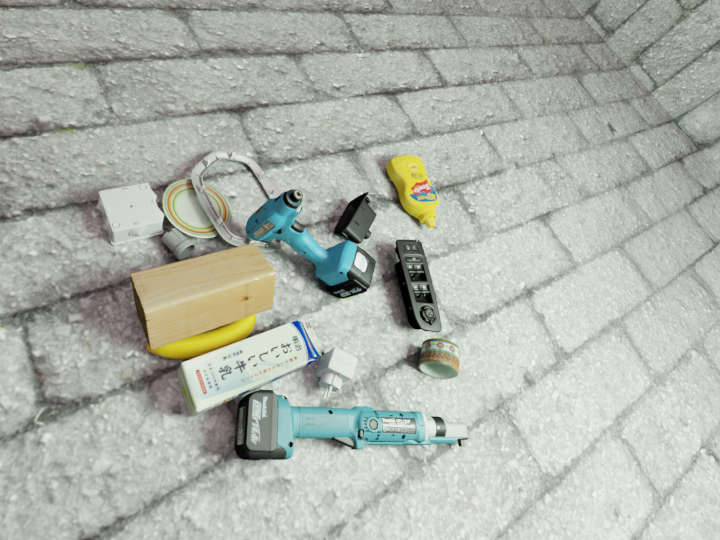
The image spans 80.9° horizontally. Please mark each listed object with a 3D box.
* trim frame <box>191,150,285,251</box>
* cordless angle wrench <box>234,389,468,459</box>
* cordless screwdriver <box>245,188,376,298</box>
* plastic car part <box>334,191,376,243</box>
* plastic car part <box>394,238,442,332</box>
[{"bbox_3d":[-0.230,-0.144,0.845,0.178,0.028,0.255,-19,70,-43],"label":"trim frame"},{"bbox_3d":[0.007,0.263,0.709,0.408,0.075,0.101,10,60,-22],"label":"cordless angle wrench"},{"bbox_3d":[-0.075,-0.049,0.770,0.239,0.163,0.075,35,54,-22],"label":"cordless screwdriver"},{"bbox_3d":[-0.004,-0.102,0.918,0.068,0.068,0.117,38,56,-21],"label":"plastic car part"},{"bbox_3d":[0.110,0.036,0.878,0.063,0.068,0.210,5,57,-32],"label":"plastic car part"}]
